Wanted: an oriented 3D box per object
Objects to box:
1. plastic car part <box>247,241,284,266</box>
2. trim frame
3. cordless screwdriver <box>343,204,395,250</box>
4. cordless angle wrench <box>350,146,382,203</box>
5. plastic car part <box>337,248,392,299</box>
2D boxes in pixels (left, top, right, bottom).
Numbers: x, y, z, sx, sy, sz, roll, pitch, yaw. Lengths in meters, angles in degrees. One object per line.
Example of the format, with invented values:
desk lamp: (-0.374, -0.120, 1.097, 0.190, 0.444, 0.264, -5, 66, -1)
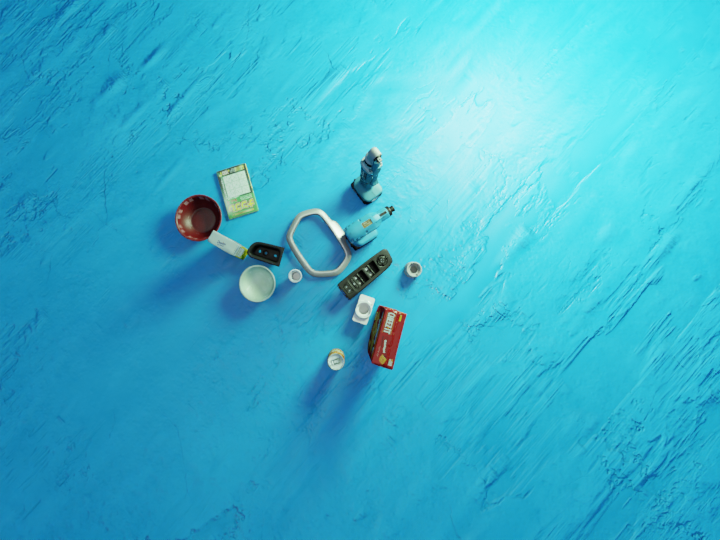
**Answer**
plastic car part: (-0.314, -0.058, 1.417, 0.117, 0.070, 0.066, 16, 86, 3)
trim frame: (-0.140, -0.091, 1.431, 0.184, 0.027, 0.251, -35, 83, 0)
cordless screwdriver: (0.025, -0.135, 1.315, 0.159, 0.247, 0.075, -32, 89, -2)
cordless angle wrench: (0.027, -0.284, 1.243, 0.074, 0.420, 0.099, -36, 89, -3)
plastic car part: (0.019, 0.010, 1.391, 0.203, 0.066, 0.067, -39, 86, -1)
